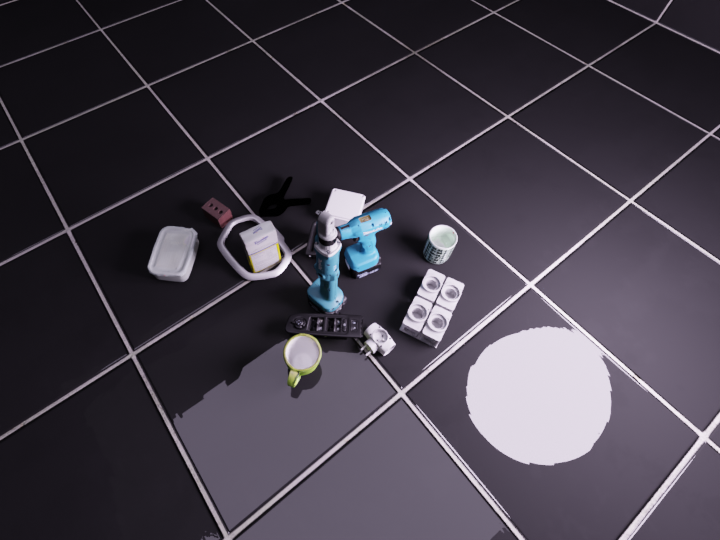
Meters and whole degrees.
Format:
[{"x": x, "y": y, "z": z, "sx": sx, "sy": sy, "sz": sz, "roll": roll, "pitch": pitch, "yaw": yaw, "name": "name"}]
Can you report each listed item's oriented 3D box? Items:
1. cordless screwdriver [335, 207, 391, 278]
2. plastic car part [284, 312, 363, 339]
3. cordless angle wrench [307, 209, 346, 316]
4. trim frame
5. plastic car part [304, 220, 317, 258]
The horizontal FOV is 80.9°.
[{"x": -0.009, "y": -0.064, "z": 1.141, "sx": 0.157, "sy": 0.242, "sz": 0.077, "roll": -19, "pitch": 64, "yaw": -13, "name": "cordless screwdriver"}, {"x": -0.096, "y": 0.150, "z": 1.117, "sx": 0.204, "sy": 0.065, "sz": 0.068, "roll": 4, "pitch": 60, "yaw": 3, "name": "plastic car part"}, {"x": -0.080, "y": -0.006, "z": 1.009, "sx": 0.101, "sy": 0.412, "sz": 0.074, "roll": 38, "pitch": 64, "yaw": 16, "name": "cordless angle wrench"}, {"x": -0.319, "y": -0.072, "z": 1.276, "sx": 0.182, "sy": 0.027, "sz": 0.259, "roll": -38, "pitch": 66, "yaw": -20, "name": "trim frame"}, {"x": -0.123, "y": -0.080, "z": 1.254, "sx": 0.066, "sy": 0.069, "sz": 0.119, "roll": 6, "pitch": 59, "yaw": 2, "name": "plastic car part"}]
